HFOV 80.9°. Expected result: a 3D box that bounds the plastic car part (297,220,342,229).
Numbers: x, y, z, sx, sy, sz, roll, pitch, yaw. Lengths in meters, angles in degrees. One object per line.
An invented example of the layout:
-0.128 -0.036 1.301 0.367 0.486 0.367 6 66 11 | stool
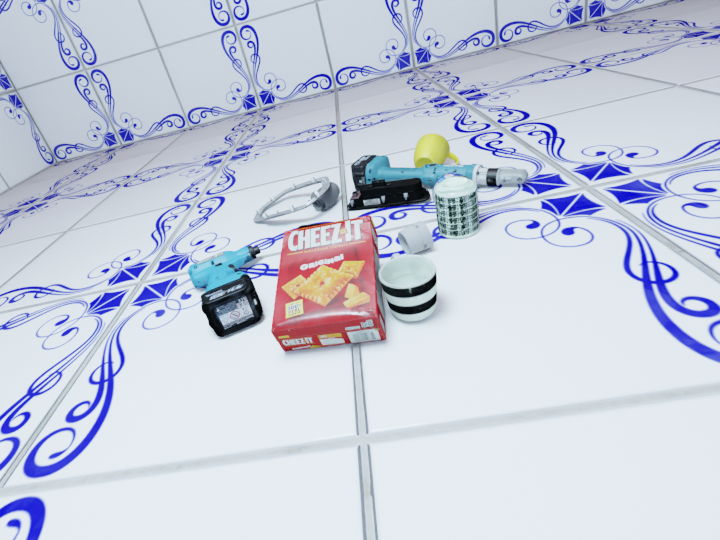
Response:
-0.087 -0.057 0.893 0.121 0.063 0.072 -3 47 26 | plastic car part

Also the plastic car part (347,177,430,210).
0.067 -0.190 1.027 0.210 0.065 0.066 1 27 21 | plastic car part

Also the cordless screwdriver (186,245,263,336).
-0.247 0.019 0.829 0.157 0.072 0.262 -25 29 -16 | cordless screwdriver

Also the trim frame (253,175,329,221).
-0.185 -0.190 1.120 0.259 0.026 0.184 -7 39 35 | trim frame

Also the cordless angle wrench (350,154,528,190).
0.178 -0.235 1.038 0.444 0.071 0.097 10 39 33 | cordless angle wrench
